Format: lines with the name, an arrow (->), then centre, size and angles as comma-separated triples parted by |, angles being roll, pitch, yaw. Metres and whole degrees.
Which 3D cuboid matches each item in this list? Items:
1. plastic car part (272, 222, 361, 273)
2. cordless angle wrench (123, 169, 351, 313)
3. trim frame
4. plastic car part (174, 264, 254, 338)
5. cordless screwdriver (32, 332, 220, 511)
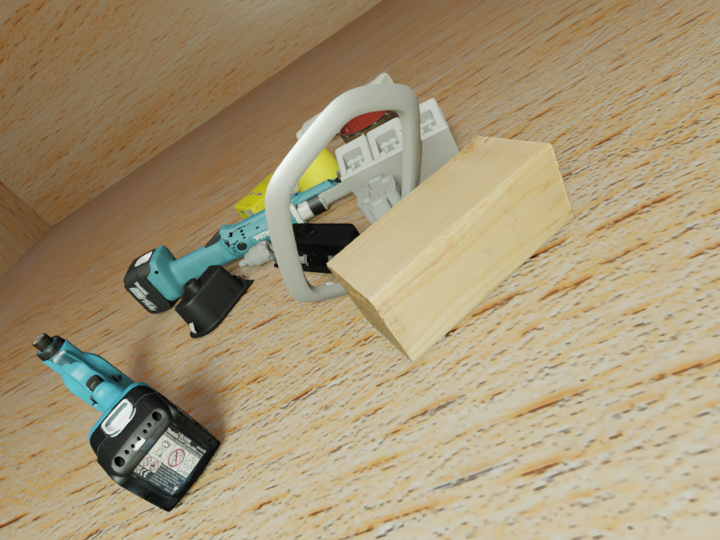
plastic car part -> -0.057, -0.037, 0.580 | 0.214, 0.064, 0.065 | 10, 46, 46
cordless angle wrench -> -0.202, -0.055, 0.722 | 0.428, 0.093, 0.077 | -25, 32, 10
trim frame -> -0.005, -0.058, 0.406 | 0.181, 0.239, 0.029 | -32, 54, -18
plastic car part -> -0.230, 0.036, 0.637 | 0.069, 0.068, 0.116 | -4, 41, 44
cordless screwdriver -> -0.270, 0.143, 0.461 | 0.262, 0.152, 0.074 | 7, 50, 46
